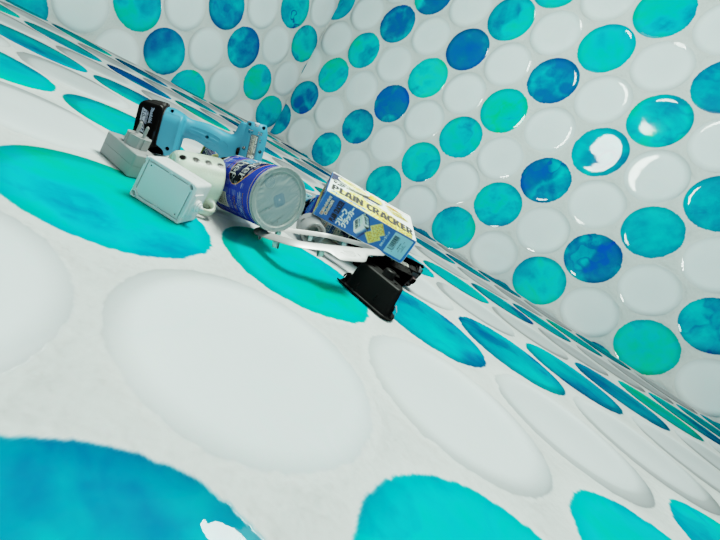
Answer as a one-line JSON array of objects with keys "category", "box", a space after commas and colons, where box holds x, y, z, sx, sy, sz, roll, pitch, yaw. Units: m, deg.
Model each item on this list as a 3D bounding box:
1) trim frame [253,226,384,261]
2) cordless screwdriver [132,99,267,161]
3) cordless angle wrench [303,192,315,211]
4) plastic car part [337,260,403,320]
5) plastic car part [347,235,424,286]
[{"category": "trim frame", "box": [-0.072, -0.047, 0.735, 0.236, 0.027, 0.195, 6, 11, -43]}, {"category": "cordless screwdriver", "box": [-0.322, -0.242, 0.849, 0.243, 0.158, 0.077, 12, 15, -13]}, {"category": "cordless angle wrench", "box": [-0.114, -0.163, 1.113, 0.407, 0.074, 0.102, 23, 15, -21]}, {"category": "plastic car part", "box": [0.029, 0.025, 0.721, 0.123, 0.071, 0.062, 37, 15, 35]}, {"category": "plastic car part", "box": [0.049, -0.011, 0.939, 0.196, 0.067, 0.069, 27, 38, -19]}]
